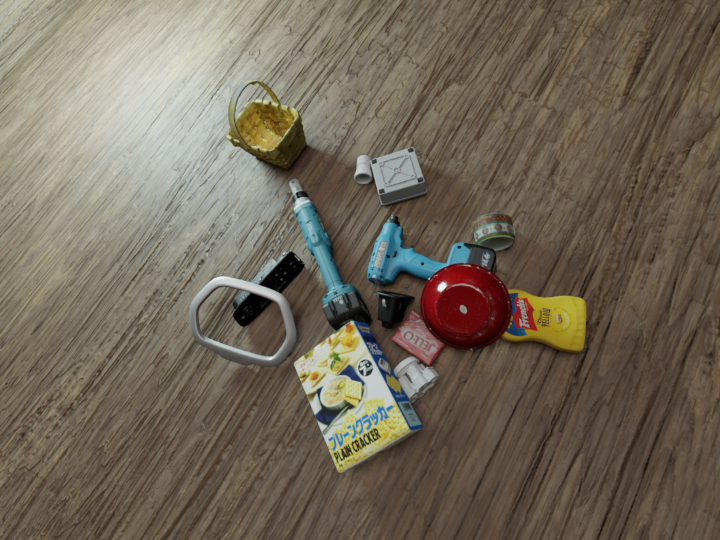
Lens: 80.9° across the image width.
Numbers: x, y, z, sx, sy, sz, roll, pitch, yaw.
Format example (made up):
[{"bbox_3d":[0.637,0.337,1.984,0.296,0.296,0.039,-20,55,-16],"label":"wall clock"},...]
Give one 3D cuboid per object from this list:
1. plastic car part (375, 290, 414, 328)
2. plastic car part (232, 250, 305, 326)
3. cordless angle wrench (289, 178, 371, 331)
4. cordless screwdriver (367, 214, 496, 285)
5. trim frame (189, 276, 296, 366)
[{"bbox_3d":[0.060,0.078,0.835,0.068,0.112,0.071,9,93,19],"label":"plastic car part"},{"bbox_3d":[-0.223,0.035,0.971,0.071,0.063,0.202,32,78,37],"label":"plastic car part"},{"bbox_3d":[-0.094,-0.062,0.962,0.075,0.093,0.442,-28,57,5],"label":"cordless angle wrench"},{"bbox_3d":[0.147,-0.032,0.874,0.259,0.070,0.160,9,69,25],"label":"cordless screwdriver"},{"bbox_3d":[-0.257,0.114,0.916,0.252,0.027,0.183,14,95,7],"label":"trim frame"}]
